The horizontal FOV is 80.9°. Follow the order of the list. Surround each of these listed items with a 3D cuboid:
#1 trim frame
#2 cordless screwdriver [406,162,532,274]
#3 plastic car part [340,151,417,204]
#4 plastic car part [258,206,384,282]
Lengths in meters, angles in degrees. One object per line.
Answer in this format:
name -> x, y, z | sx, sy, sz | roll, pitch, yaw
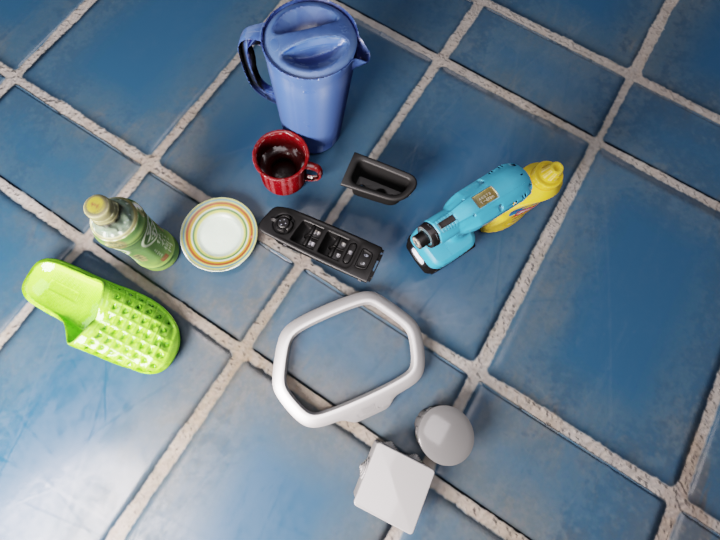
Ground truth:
trim frame -> -0.020, 0.139, 0.665 | 0.246, 0.027, 0.188 | -24, 76, -7
cordless screwdriver -> 0.121, -0.053, 0.607 | 0.158, 0.246, 0.076 | -32, 82, -11
plastic car part -> 0.030, -0.143, 0.722 | 0.118, 0.070, 0.066 | 22, 76, 4
plastic car part -> -0.068, -0.044, 0.695 | 0.205, 0.066, 0.066 | 26, 76, 6
